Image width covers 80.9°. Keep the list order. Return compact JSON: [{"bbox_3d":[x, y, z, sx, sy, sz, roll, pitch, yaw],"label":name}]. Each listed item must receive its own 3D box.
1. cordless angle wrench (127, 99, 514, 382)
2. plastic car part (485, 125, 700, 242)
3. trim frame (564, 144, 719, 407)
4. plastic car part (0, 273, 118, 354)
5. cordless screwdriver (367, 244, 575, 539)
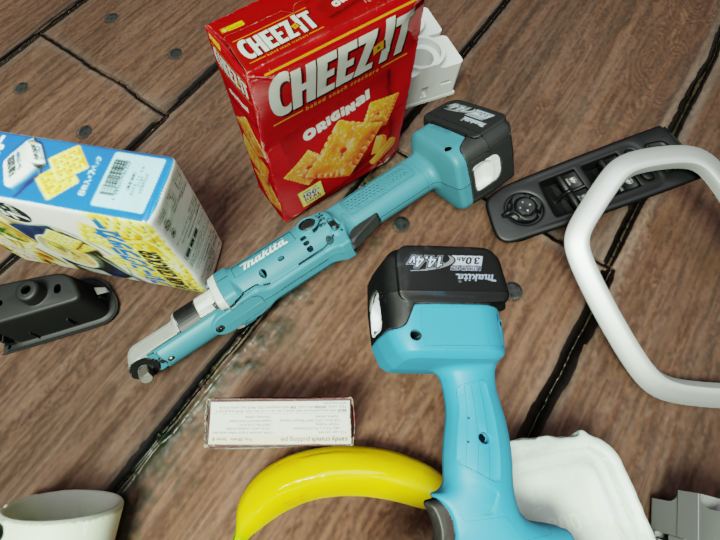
[{"bbox_3d":[-0.041,-0.027,0.421,0.420,0.071,0.103,-34,42,-7],"label":"cordless angle wrench"},{"bbox_3d":[0.223,-0.080,0.438,0.202,0.066,0.068,-20,76,-2],"label":"plastic car part"},{"bbox_3d":[0.297,0.005,0.383,0.184,0.027,0.251,-27,83,2],"label":"trim frame"},{"bbox_3d":[-0.311,0.031,0.413,0.116,0.069,0.068,-16,70,-2],"label":"plastic car part"},{"bbox_3d":[0.048,0.108,0.289,0.157,0.073,0.256,-4,65,-10],"label":"cordless screwdriver"}]
